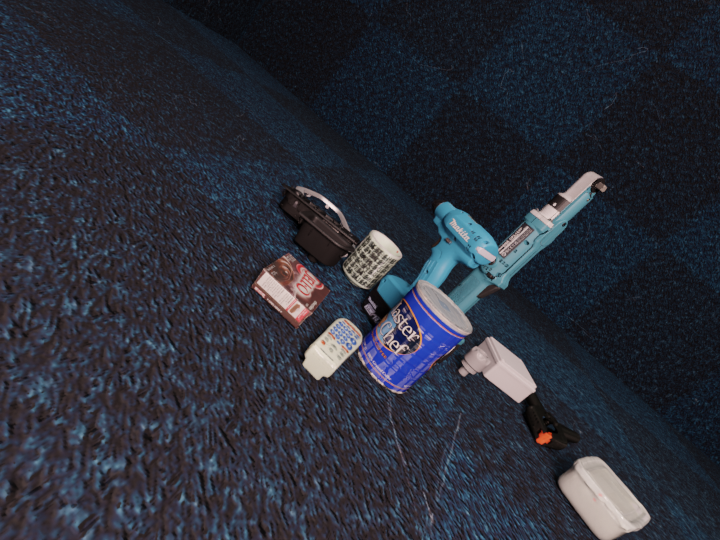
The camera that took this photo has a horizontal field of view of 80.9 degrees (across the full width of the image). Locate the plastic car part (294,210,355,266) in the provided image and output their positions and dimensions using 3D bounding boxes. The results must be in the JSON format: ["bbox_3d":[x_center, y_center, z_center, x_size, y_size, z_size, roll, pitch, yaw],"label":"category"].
[{"bbox_3d":[-0.077,-0.050,0.788,0.119,0.071,0.064,44,19,10],"label":"plastic car part"}]

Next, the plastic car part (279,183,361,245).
[{"bbox_3d":[-0.095,-0.106,0.890,0.206,0.067,0.065,43,19,8],"label":"plastic car part"}]

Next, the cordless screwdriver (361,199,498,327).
[{"bbox_3d":[0.106,-0.004,0.753,0.070,0.250,0.167,26,24,-39],"label":"cordless screwdriver"}]

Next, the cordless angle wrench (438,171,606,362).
[{"bbox_3d":[0.245,-0.006,0.747,0.070,0.425,0.103,27,24,-37],"label":"cordless angle wrench"}]

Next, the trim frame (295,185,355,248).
[{"bbox_3d":[-0.083,-0.125,1.020,0.176,0.028,0.259,30,21,-28],"label":"trim frame"}]
